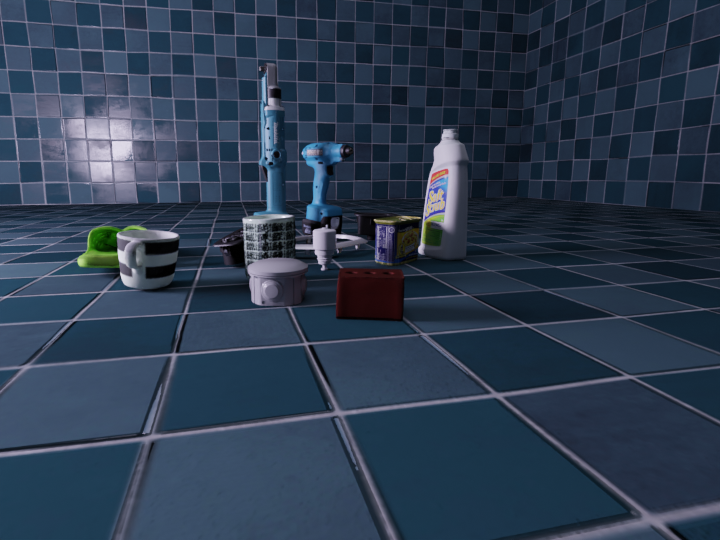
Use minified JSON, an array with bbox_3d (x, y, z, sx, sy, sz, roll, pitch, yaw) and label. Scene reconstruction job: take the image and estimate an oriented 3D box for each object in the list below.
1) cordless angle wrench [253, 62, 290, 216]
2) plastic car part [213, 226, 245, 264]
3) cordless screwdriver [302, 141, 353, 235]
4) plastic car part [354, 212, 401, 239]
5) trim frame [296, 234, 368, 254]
[{"bbox_3d":[-0.210,-0.277,1.020,0.095,0.418,0.077,-3,10,-22],"label":"cordless angle wrench"},{"bbox_3d":[-0.226,-0.053,0.829,0.067,0.066,0.202,2,13,7],"label":"plastic car part"},{"bbox_3d":[-0.083,-0.207,1.101,0.168,0.246,0.071,10,14,44],"label":"cordless screwdriver"},{"bbox_3d":[0.036,-0.113,1.081,0.114,0.070,0.068,-3,11,-16],"label":"plastic car part"},{"bbox_3d":[-0.093,-0.061,0.948,0.193,0.027,0.240,7,15,30],"label":"trim frame"}]
